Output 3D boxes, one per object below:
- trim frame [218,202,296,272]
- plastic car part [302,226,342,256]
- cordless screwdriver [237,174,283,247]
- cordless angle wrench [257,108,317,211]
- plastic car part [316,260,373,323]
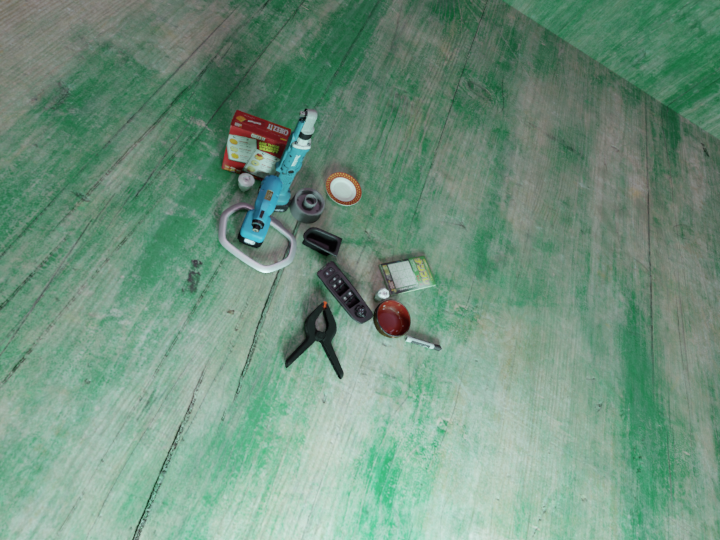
[{"bbox_3d":[-0.302,-0.098,1.241,0.247,0.028,0.184,33,59,-3],"label":"trim frame"},{"bbox_3d":[-0.125,-0.081,1.274,0.114,0.071,0.067,23,61,-11],"label":"plastic car part"},{"bbox_3d":[-0.276,-0.130,1.136,0.072,0.251,0.162,21,62,-16],"label":"cordless screwdriver"},{"bbox_3d":[-0.192,-0.287,1.139,0.095,0.427,0.076,2,69,-24],"label":"cordless angle wrench"},{"bbox_3d":[-0.050,0.074,1.231,0.065,0.067,0.205,-38,84,-31],"label":"plastic car part"}]
